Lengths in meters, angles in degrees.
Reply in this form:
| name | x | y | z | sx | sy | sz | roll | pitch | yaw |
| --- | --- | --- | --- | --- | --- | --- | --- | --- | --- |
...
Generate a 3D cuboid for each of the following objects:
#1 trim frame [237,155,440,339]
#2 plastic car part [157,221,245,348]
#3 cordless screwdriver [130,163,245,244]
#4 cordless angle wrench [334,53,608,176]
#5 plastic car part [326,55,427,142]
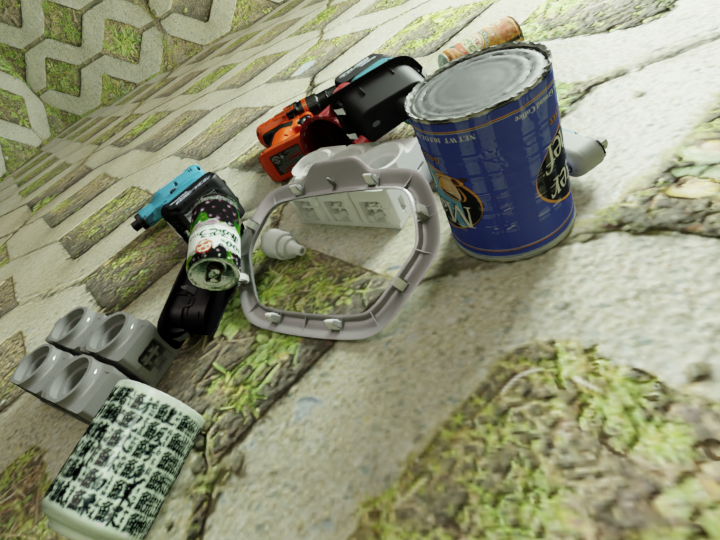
| name | x | y | z | sx | sy | sz | roll | pitch | yaw |
| --- | --- | --- | --- | --- | --- | --- | --- | --- | --- |
| trim frame | -0.041 | -0.027 | 0.421 | 0.260 | 0.026 | 0.186 | 0 | 69 | 38 |
| plastic car part | -0.174 | 0.005 | 0.504 | 0.068 | 0.064 | 0.206 | 7 | 46 | 6 |
| cordless screwdriver | -0.289 | -0.097 | 0.675 | 0.158 | 0.071 | 0.262 | -43 | 33 | -13 |
| cordless angle wrench | 0.097 | -0.196 | 0.524 | 0.098 | 0.070 | 0.446 | -36 | 40 | -5 |
| plastic car part | 0.033 | -0.188 | 0.473 | 0.117 | 0.062 | 0.074 | -29 | 45 | 7 |
